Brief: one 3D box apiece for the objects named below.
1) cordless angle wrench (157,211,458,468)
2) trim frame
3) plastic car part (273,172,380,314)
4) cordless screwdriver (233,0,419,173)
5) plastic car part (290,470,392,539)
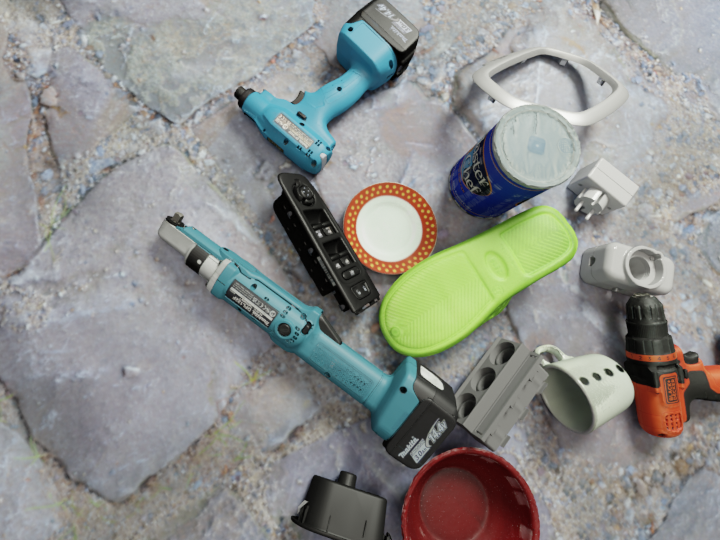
[{"bbox_3d":[-0.084,0.065,0.521,0.429,0.073,0.098,35,102,7],"label":"cordless angle wrench"},{"bbox_3d":[0.264,-0.263,0.591,0.244,0.027,0.192,-35,63,-30],"label":"trim frame"},{"bbox_3d":[-0.054,-0.035,0.551,0.064,0.069,0.205,-22,83,-45],"label":"plastic car part"},{"bbox_3d":[-0.047,-0.272,0.594,0.160,0.074,0.248,40,83,3],"label":"cordless screwdriver"},{"bbox_3d":[-0.016,0.279,0.499,0.117,0.065,0.071,21,64,2],"label":"plastic car part"}]
